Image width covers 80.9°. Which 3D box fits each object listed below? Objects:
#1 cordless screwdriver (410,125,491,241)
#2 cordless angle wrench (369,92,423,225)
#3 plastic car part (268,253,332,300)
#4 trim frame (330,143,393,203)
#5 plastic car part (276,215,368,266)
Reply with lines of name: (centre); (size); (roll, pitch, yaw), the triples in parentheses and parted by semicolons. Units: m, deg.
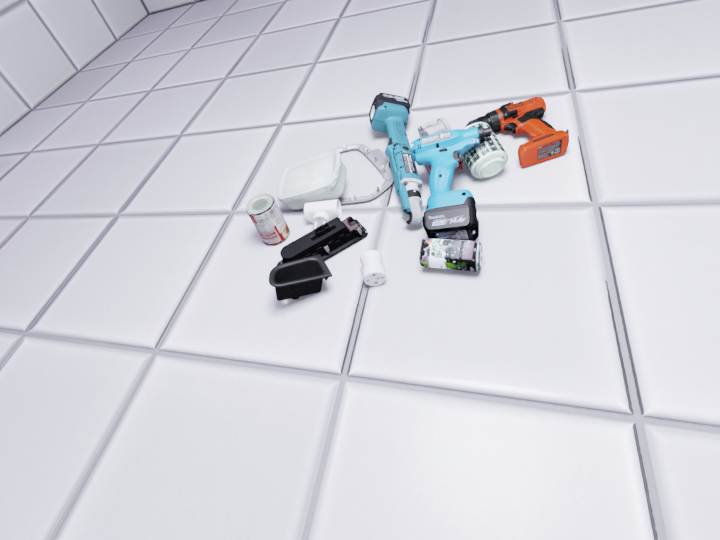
cordless screwdriver: (0.190, -0.176, 0.830); (0.164, 0.070, 0.255); (-12, 61, 20)
cordless angle wrench: (0.094, -0.265, 0.986); (0.096, 0.073, 0.438); (5, 50, -14)
plastic car part: (-0.121, 0.024, 0.818); (0.114, 0.068, 0.069); (-16, 44, -17)
trim frame: (-0.022, -0.247, 1.049); (0.183, 0.026, 0.261); (-26, 45, -4)
plastic car part: (-0.087, -0.057, 0.887); (0.202, 0.064, 0.070); (-33, 55, -6)
